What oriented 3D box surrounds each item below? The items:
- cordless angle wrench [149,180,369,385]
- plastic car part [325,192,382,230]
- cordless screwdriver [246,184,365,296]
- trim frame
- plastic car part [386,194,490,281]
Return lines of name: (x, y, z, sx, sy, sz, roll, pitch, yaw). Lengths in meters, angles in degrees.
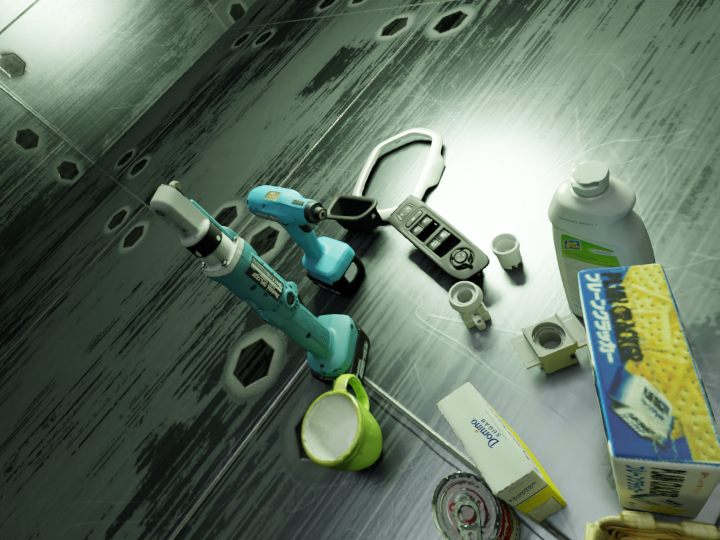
cordless angle wrench: (-0.112, 0.038, 0.558, 0.077, 0.400, 0.099, -6, 53, 30)
plastic car part: (-0.007, -0.106, 0.836, 0.123, 0.067, 0.066, 15, 66, 40)
cordless screwdriver: (-0.070, -0.045, 0.711, 0.168, 0.235, 0.074, 17, 67, 41)
trim frame: (0.079, -0.205, 0.884, 0.193, 0.026, 0.250, 5, 60, 36)
plastic car part: (0.129, -0.045, 0.700, 0.066, 0.063, 0.214, -41, 44, 0)
